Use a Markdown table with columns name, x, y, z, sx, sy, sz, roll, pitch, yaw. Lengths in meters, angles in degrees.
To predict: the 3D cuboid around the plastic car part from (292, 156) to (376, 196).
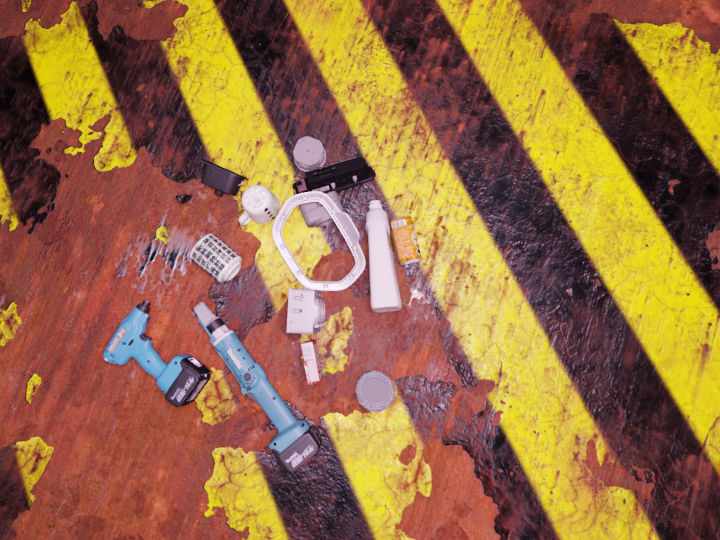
| name | x | y | z | sx | sy | sz | roll | pitch | yaw |
| --- | --- | --- | --- | --- | --- | --- | --- | --- | --- |
| plastic car part | -0.066 | -0.228 | 1.016 | 0.202 | 0.064 | 0.069 | -14 | 52 | -2 |

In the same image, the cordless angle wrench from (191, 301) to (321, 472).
| name | x | y | z | sx | sy | sz | roll | pitch | yaw |
| --- | --- | --- | --- | --- | --- | --- | --- | --- | --- |
| cordless angle wrench | -0.249 | 0.241 | 0.957 | 0.098 | 0.073 | 0.433 | -39 | 78 | -3 |

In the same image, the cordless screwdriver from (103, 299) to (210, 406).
| name | x | y | z | sx | sy | sz | roll | pitch | yaw |
| --- | --- | --- | --- | --- | --- | --- | --- | --- | --- |
| cordless screwdriver | -0.462 | 0.190 | 0.982 | 0.255 | 0.072 | 0.159 | 29 | 84 | 12 |

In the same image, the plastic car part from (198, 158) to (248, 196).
| name | x | y | z | sx | sy | sz | roll | pitch | yaw |
| --- | --- | --- | --- | --- | --- | --- | --- | --- | --- |
| plastic car part | -0.347 | -0.222 | 1.048 | 0.118 | 0.065 | 0.071 | 27 | 100 | 4 |

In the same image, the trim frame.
| name | x | y | z | sx | sy | sz | roll | pitch | yaw |
| --- | --- | --- | --- | --- | --- | --- | --- | --- | --- |
| trim frame | -0.096 | -0.062 | 0.977 | 0.186 | 0.027 | 0.245 | -28 | 96 | 10 |
